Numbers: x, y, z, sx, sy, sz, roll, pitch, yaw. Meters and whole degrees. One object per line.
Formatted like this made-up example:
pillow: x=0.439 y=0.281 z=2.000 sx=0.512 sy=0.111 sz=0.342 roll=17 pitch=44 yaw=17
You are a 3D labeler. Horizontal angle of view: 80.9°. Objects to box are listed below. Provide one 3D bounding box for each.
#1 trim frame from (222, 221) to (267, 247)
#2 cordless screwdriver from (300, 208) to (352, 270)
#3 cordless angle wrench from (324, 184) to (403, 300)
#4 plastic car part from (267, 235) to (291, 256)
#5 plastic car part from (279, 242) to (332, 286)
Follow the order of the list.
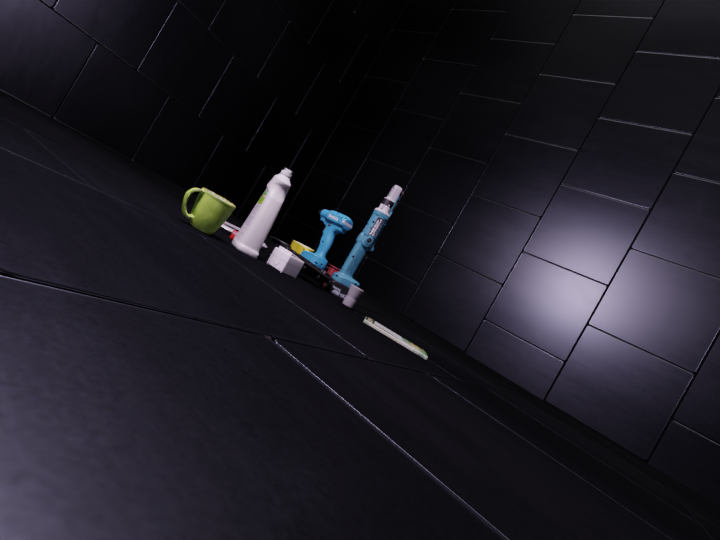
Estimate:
trim frame: x=-0.438 y=-0.135 z=1.508 sx=0.195 sy=0.027 sz=0.234 roll=30 pitch=-1 yaw=41
cordless screwdriver: x=-0.141 y=-0.092 z=1.445 sx=0.169 sy=0.249 sz=0.070 roll=29 pitch=-1 yaw=45
cordless angle wrench: x=0.021 y=-0.100 z=1.412 sx=0.095 sy=0.423 sz=0.076 roll=30 pitch=-1 yaw=-16
plastic car part: x=-0.277 y=-0.068 z=1.407 sx=0.064 sy=0.071 sz=0.121 roll=30 pitch=-1 yaw=-21
plastic car part: x=-0.176 y=-0.008 z=1.320 sx=0.197 sy=0.067 sz=0.068 roll=30 pitch=-1 yaw=-15
